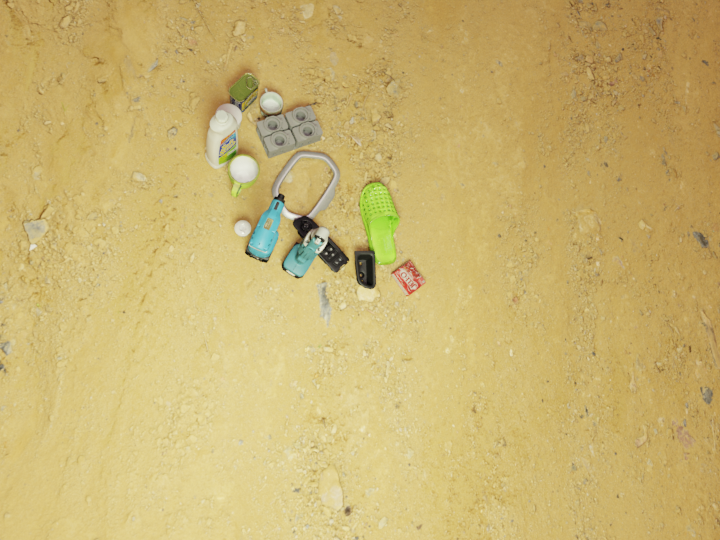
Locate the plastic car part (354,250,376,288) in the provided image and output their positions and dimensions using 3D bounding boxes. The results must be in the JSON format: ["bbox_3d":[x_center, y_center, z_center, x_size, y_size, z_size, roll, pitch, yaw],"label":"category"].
[{"bbox_3d":[0.009,0.002,1.295,0.065,0.071,0.118,0,80,-14],"label":"plastic car part"}]

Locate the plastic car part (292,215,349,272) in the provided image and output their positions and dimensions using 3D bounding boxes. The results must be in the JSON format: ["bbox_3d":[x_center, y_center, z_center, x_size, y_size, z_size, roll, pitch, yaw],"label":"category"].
[{"bbox_3d":[-0.126,-0.082,1.288,0.066,0.067,0.203,-41,89,-16],"label":"plastic car part"}]

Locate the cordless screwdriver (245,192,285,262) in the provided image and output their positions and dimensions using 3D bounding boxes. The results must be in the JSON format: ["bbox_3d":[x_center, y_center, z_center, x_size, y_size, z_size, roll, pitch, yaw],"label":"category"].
[{"bbox_3d":[-0.259,-0.112,1.174,0.073,0.251,0.160,24,76,-11],"label":"cordless screwdriver"}]

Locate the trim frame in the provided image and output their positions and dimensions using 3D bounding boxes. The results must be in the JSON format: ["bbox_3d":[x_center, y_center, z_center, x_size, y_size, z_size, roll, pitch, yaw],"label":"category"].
[{"bbox_3d":[-0.170,-0.268,1.338,0.183,0.028,0.248,32,75,-3],"label":"trim frame"}]

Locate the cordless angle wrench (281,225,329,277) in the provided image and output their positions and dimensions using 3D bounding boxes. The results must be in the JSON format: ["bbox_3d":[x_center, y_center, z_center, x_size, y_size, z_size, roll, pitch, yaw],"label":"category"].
[{"bbox_3d":[-0.135,-0.054,1.095,0.073,0.428,0.098,34,75,-9],"label":"cordless angle wrench"}]
